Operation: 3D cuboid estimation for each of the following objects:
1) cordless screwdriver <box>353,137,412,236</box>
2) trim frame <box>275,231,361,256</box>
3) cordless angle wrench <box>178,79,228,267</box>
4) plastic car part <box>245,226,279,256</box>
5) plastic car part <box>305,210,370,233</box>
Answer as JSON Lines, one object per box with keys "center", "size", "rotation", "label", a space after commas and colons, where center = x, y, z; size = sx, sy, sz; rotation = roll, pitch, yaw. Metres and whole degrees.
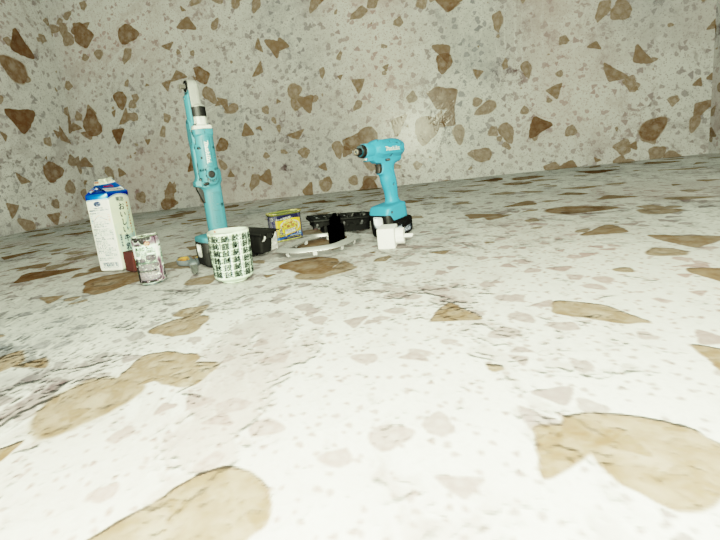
{"center": [0.054, -0.205, 1.070], "size": [0.153, 0.245, 0.078], "rotation": [-17, 16, -41], "label": "cordless screwdriver"}
{"center": [-0.103, -0.067, 1.049], "size": [0.191, 0.027, 0.243], "rotation": [0, 16, 24], "label": "trim frame"}
{"center": [-0.357, -0.221, 0.982], "size": [0.094, 0.417, 0.078], "rotation": [-14, 14, -36], "label": "cordless angle wrench"}
{"center": [-0.263, -0.070, 1.048], "size": [0.122, 0.070, 0.064], "rotation": [3, 16, 34], "label": "plastic car part"}
{"center": [-0.050, -0.135, 1.202], "size": [0.198, 0.066, 0.069], "rotation": [-11, 14, -17], "label": "plastic car part"}
